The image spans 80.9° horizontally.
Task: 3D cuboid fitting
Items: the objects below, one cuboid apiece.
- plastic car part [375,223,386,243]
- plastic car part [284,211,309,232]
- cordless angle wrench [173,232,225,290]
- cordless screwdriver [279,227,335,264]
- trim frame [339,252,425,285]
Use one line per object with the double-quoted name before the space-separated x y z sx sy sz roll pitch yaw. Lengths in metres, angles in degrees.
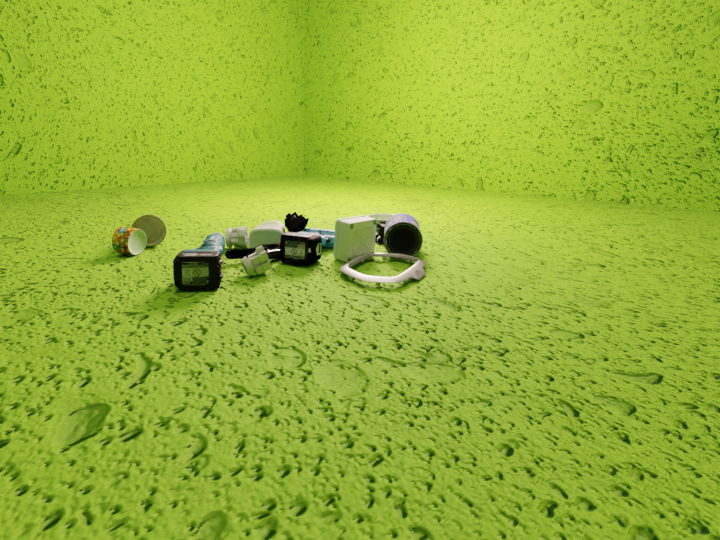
"plastic car part" 0.103 -0.121 1.312 0.115 0.070 0.068 -4 17 -8
"plastic car part" -0.200 -0.135 1.264 0.066 0.067 0.203 -45 0 -9
"cordless angle wrench" -0.377 -0.048 1.057 0.096 0.073 0.435 -2 15 -12
"cordless screwdriver" -0.112 -0.073 1.146 0.163 0.073 0.245 5 13 13
"trim frame" 0.059 -0.006 1.009 0.192 0.027 0.241 8 16 25
